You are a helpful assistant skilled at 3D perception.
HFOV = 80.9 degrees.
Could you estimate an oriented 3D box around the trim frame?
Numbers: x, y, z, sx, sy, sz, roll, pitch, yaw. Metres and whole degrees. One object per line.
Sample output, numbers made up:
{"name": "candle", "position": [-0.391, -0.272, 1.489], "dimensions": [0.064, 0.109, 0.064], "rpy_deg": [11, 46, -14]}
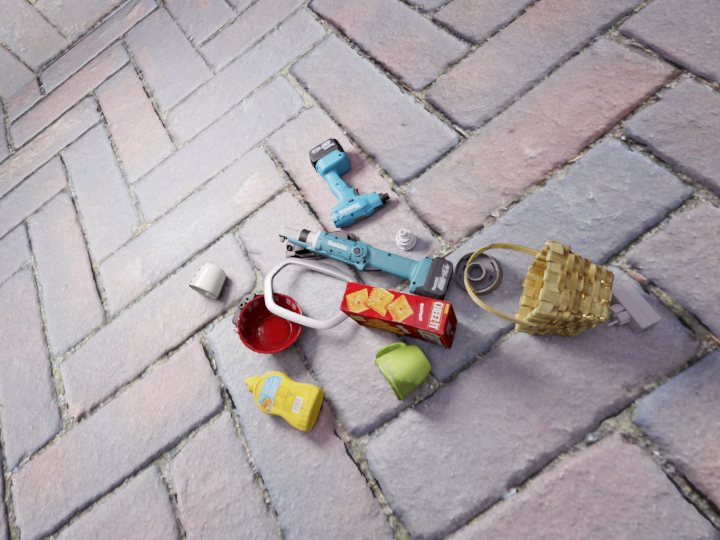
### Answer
{"name": "trim frame", "position": [-0.121, 0.050, 1.036], "dimensions": [0.256, 0.026, 0.185], "rpy_deg": [14, 58, 17]}

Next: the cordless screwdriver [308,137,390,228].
{"name": "cordless screwdriver", "position": [-0.035, -0.246, 1.139], "dimensions": [0.160, 0.071, 0.258], "rpy_deg": [-26, 65, 8]}

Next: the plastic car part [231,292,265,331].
{"name": "plastic car part", "position": [-0.290, 0.105, 1.080], "dimensions": [0.069, 0.068, 0.117], "rpy_deg": [14, 76, 22]}

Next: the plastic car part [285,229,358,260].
{"name": "plastic car part", "position": [-0.107, -0.070, 1.096], "dimensions": [0.208, 0.064, 0.068], "rpy_deg": [-5, 60, 15]}

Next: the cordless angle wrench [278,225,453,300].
{"name": "cordless angle wrench", "position": [-0.003, -0.036, 0.997], "dimensions": [0.438, 0.071, 0.098], "rpy_deg": [18, 77, 18]}
